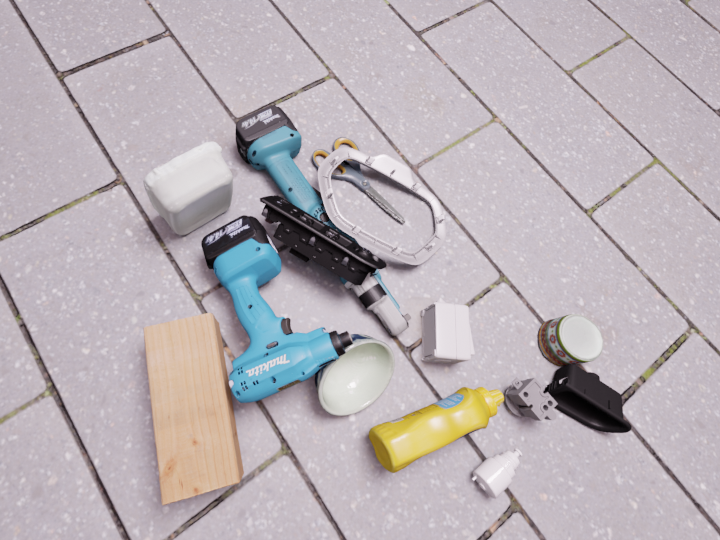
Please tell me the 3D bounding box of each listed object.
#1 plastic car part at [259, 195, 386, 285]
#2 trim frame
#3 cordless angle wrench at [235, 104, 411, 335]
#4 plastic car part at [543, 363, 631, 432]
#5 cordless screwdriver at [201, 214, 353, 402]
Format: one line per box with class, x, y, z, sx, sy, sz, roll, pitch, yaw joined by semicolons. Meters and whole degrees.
plastic car part;-0.060;-0.039;0.615;0.206;0.065;0.067;27;98;8
trim frame;0.042;-0.112;0.694;0.243;0.028;0.187;25;56;-12
cordless angle wrench;-0.061;-0.078;0.684;0.096;0.074;0.432;-31;78;-17
plastic car part;0.339;0.184;0.634;0.117;0.066;0.071;29;54;0
cordless screwdriver;-0.123;0.035;0.582;0.159;0.071;0.260;-25;60;1
